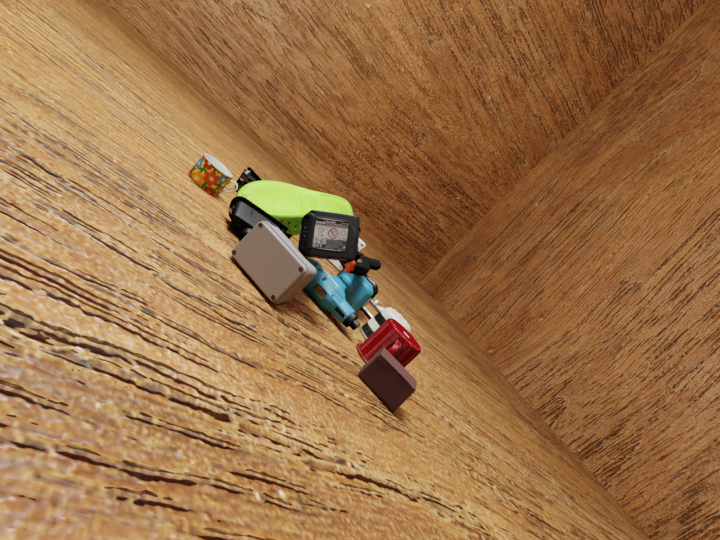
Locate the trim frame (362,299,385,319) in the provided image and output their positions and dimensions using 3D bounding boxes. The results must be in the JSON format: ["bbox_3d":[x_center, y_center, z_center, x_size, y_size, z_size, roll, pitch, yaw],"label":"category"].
[{"bbox_3d":[0.046,0.111,1.109,0.261,0.027,0.175,46,7,29],"label":"trim frame"}]

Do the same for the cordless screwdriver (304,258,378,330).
[{"bbox_3d":[-0.027,0.052,0.891,0.165,0.074,0.239,46,12,17],"label":"cordless screwdriver"}]

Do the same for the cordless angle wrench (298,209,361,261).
[{"bbox_3d":[-0.085,-0.056,0.868,0.096,0.074,0.428,7,-1,-11],"label":"cordless angle wrench"}]

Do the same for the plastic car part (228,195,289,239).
[{"bbox_3d":[-0.197,-0.075,0.772,0.112,0.066,0.073,36,25,-25],"label":"plastic car part"}]

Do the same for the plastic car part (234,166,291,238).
[{"bbox_3d":[-0.231,-0.159,1.008,0.207,0.067,0.065,45,18,9],"label":"plastic car part"}]
